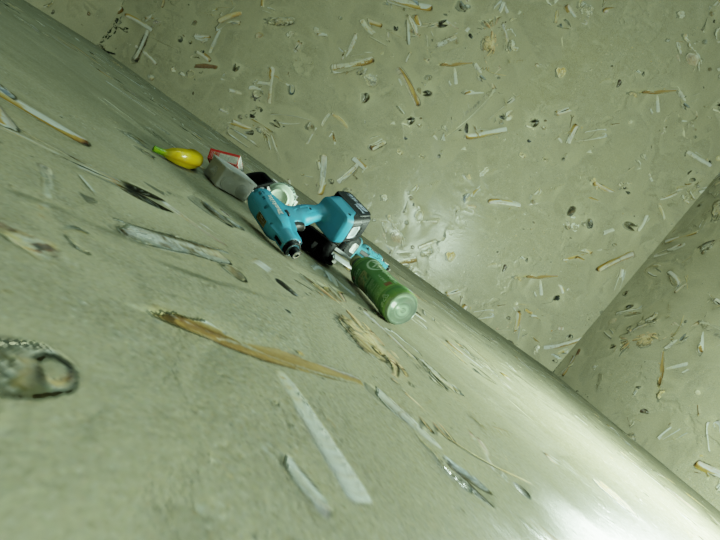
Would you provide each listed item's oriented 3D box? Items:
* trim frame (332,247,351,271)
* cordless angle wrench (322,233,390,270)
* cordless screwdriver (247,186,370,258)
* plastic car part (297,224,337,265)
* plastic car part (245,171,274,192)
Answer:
[{"bbox_3d":[-0.102,-0.067,1.046,0.242,0.027,0.189,32,8,-15],"label":"trim frame"},{"bbox_3d":[0.011,-0.057,1.371,0.103,0.074,0.402,39,5,26],"label":"cordless angle wrench"},{"bbox_3d":[-0.083,-0.089,0.815,0.237,0.074,0.167,-5,47,-44],"label":"cordless screwdriver"},{"bbox_3d":[-0.127,-0.084,0.904,0.208,0.067,0.065,40,0,11],"label":"plastic car part"},{"bbox_3d":[-0.250,-0.197,1.041,0.122,0.065,0.069,-131,-152,-58],"label":"plastic car part"}]
